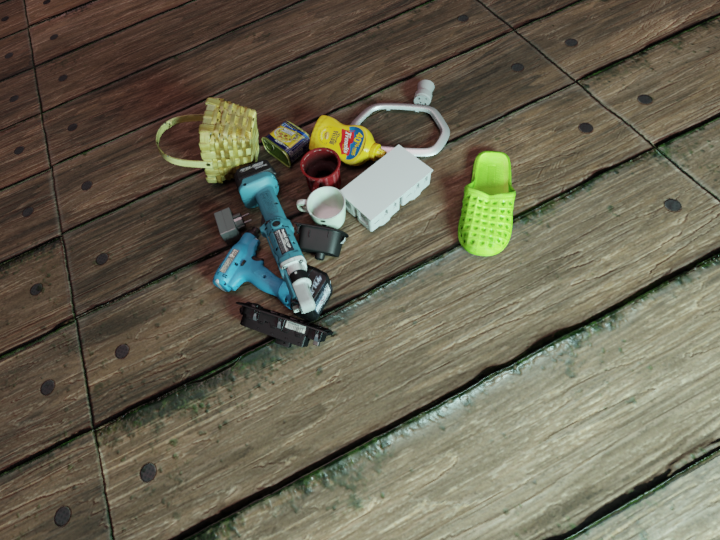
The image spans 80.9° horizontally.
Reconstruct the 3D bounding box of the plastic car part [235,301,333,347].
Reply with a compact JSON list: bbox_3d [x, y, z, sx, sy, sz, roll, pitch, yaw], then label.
[{"bbox_3d":[-0.161,0.112,0.850,0.209,0.064,0.067,20,94,16],"label":"plastic car part"}]

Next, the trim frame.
[{"bbox_3d":[0.095,-0.350,1.059,0.253,0.026,0.187,7,64,11],"label":"trim frame"}]

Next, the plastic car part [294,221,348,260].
[{"bbox_3d":[-0.091,-0.059,0.927,0.119,0.064,0.071,13,81,10],"label":"plastic car part"}]

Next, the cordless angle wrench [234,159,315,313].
[{"bbox_3d":[-0.173,-0.081,0.886,0.097,0.071,0.445,-23,50,-8],"label":"cordless angle wrench"}]

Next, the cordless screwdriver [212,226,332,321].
[{"bbox_3d":[-0.178,-0.001,0.900,0.258,0.071,0.160,17,64,20],"label":"cordless screwdriver"}]
